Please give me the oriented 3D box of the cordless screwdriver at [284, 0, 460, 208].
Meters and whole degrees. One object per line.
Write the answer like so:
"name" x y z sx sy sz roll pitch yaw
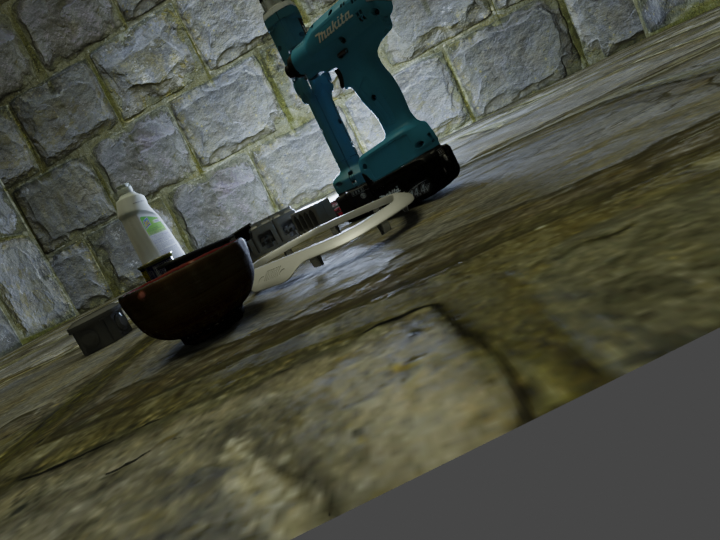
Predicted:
"cordless screwdriver" 0.006 -0.192 0.520 0.165 0.245 0.073 -18 11 43

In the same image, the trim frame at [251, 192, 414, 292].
"trim frame" -0.046 -0.030 0.474 0.258 0.027 0.180 -16 16 40

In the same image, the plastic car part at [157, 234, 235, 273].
"plastic car part" -0.210 0.004 0.561 0.068 0.070 0.115 -22 12 23

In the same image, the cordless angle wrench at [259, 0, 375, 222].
"cordless angle wrench" -0.071 -0.280 0.631 0.076 0.417 0.097 -24 8 17

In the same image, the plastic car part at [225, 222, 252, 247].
"plastic car part" -0.248 -0.009 0.698 0.068 0.066 0.199 -19 14 34
